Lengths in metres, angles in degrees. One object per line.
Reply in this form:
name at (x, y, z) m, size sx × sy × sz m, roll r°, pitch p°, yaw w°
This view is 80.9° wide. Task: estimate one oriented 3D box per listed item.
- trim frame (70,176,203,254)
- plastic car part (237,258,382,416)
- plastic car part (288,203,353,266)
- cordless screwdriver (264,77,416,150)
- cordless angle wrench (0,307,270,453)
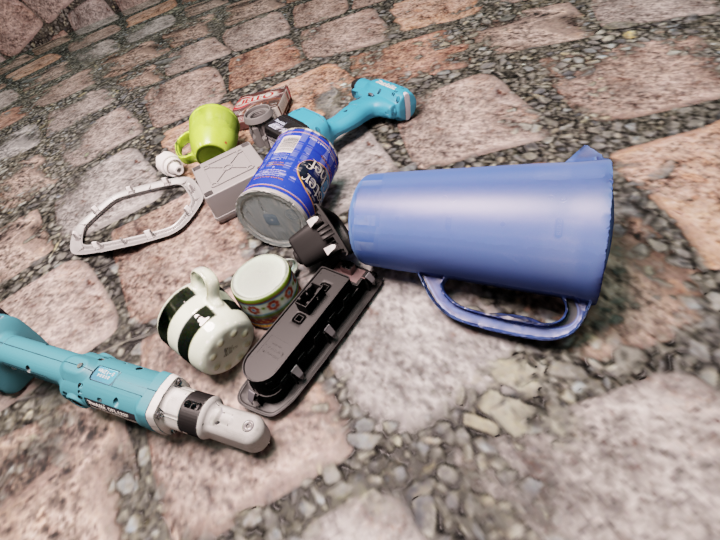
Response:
trim frame at (-0.386, -0.097, 0.726) m, size 0.252 × 0.026 × 0.190 m, roll -10°, pitch 48°, yaw 9°
plastic car part at (-0.055, 0.059, 0.448) m, size 0.069 × 0.064 × 0.202 m, roll 23°, pitch 62°, yaw 25°
plastic car part at (-0.050, -0.033, 0.512) m, size 0.071 × 0.066 × 0.115 m, roll -32°, pitch -2°, yaw 5°
cordless screwdriver at (-0.047, -0.266, 0.732) m, size 0.245 × 0.071 × 0.168 m, roll -31°, pitch 46°, yaw -15°
cordless angle wrench at (-0.287, 0.119, 0.455) m, size 0.438 × 0.094 × 0.075 m, roll 8°, pitch 48°, yaw 21°
